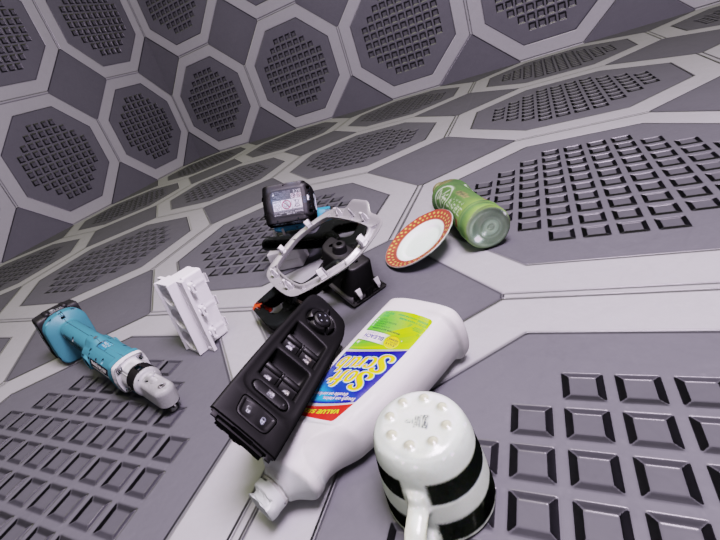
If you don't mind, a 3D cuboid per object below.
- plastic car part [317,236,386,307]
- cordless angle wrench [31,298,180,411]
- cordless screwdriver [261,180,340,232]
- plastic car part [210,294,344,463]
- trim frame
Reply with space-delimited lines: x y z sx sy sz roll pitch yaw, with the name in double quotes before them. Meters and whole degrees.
"plastic car part" -0.025 -0.010 0.647 0.064 0.068 0.123 -31 48 -27
"cordless angle wrench" -0.407 0.132 0.670 0.445 0.095 0.073 8 33 40
"cordless screwdriver" -0.116 -0.125 0.878 0.159 0.074 0.248 -9 0 -3
"plastic car part" -0.072 0.099 0.422 0.067 0.067 0.202 -61 -4 36
"trim frame" -0.062 -0.041 0.633 0.183 0.026 0.259 -43 24 -10
